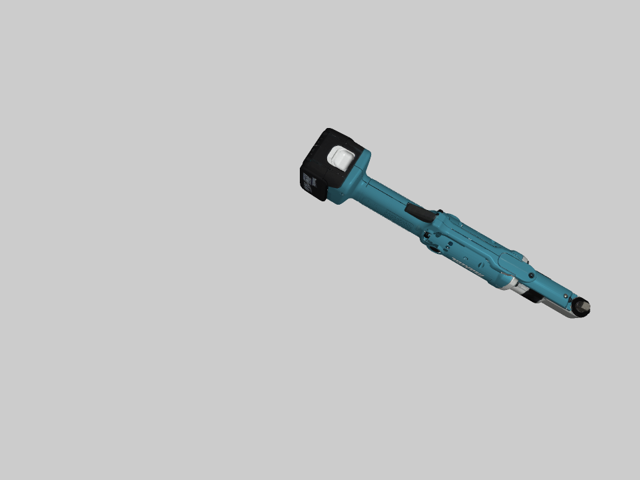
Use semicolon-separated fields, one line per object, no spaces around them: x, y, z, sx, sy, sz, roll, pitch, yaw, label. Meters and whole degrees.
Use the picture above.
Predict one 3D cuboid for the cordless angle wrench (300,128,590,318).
0.169;-0.010;0.586;0.423;0.074;0.098;31;-13;5;cordless angle wrench
